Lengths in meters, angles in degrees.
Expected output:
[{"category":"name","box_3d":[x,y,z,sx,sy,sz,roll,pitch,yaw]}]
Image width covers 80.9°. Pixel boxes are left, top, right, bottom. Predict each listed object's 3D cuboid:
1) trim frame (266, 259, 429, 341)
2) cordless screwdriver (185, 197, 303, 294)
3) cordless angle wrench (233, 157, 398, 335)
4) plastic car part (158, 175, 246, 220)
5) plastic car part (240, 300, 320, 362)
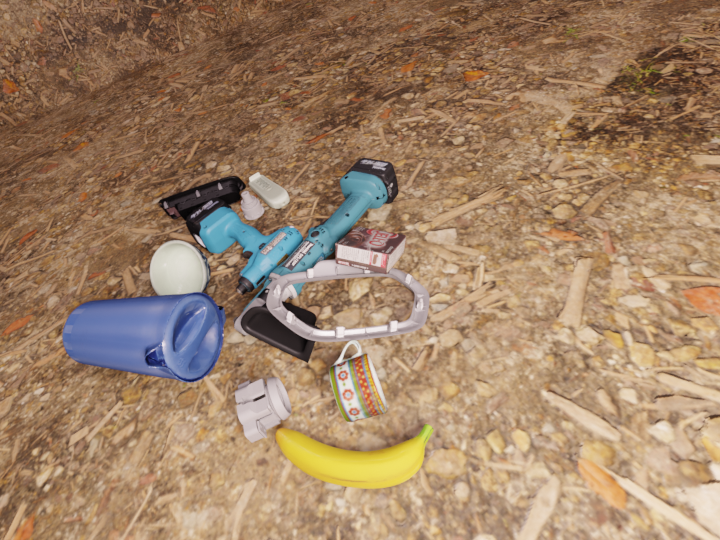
[{"category":"trim frame","box_3d":[-0.016,0.038,0.630,0.244,0.027,0.192,-6,32,-12]},{"category":"cordless screwdriver","box_3d":[-0.250,-0.050,0.833,0.262,0.071,0.158,22,57,32]},{"category":"cordless angle wrench","box_3d":[-0.075,-0.049,0.768,0.103,0.071,0.420,19,58,34]},{"category":"plastic car part","box_3d":[-0.368,-0.167,1.000,0.202,0.063,0.070,-23,53,-3]},{"category":"plastic car part","box_3d":[-0.114,0.077,0.644,0.119,0.065,0.070,23,26,10]}]
